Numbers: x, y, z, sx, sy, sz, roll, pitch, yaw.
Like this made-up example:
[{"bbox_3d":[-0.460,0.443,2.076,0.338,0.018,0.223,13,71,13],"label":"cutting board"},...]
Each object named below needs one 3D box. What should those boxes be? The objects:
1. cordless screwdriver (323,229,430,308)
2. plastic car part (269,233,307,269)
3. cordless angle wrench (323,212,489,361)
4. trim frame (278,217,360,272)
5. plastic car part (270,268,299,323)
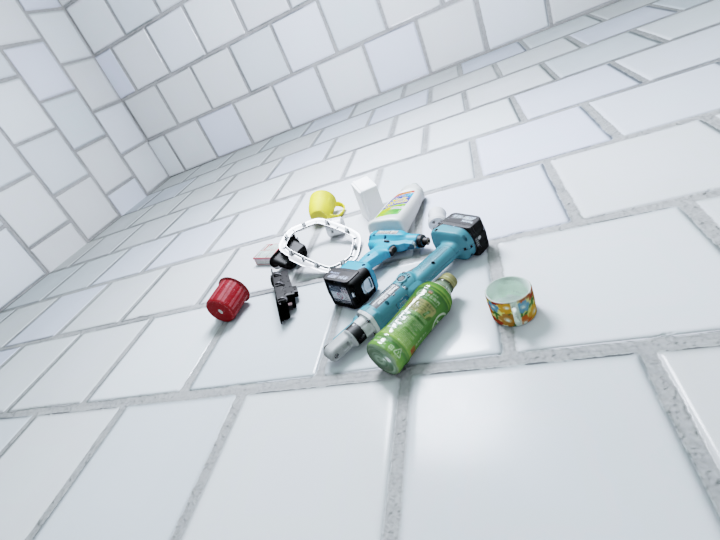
[{"bbox_3d":[0.041,-0.016,0.964,0.167,0.072,0.245,3,36,41],"label":"cordless screwdriver"},{"bbox_3d":[-0.195,-0.040,1.206,0.075,0.063,0.116,15,50,32],"label":"plastic car part"},{"bbox_3d":[0.091,0.034,0.850,0.418,0.071,0.103,-40,31,-19],"label":"cordless angle wrench"},{"bbox_3d":[-0.113,-0.074,1.157,0.262,0.026,0.182,26,59,33],"label":"trim frame"},{"bbox_3d":[-0.192,0.048,1.054,0.066,0.064,0.212,-20,28,-11],"label":"plastic car part"}]
